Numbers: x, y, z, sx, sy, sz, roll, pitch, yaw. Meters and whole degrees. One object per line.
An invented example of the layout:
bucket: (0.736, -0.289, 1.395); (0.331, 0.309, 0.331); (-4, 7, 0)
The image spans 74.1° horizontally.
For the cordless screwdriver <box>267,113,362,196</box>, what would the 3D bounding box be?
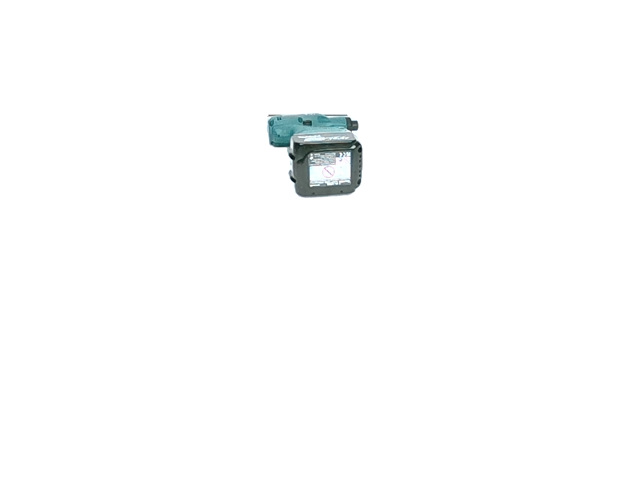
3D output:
cordless screwdriver: (0.010, -0.150, 0.656); (0.159, 0.074, 0.249); (-7, 29, -10)
